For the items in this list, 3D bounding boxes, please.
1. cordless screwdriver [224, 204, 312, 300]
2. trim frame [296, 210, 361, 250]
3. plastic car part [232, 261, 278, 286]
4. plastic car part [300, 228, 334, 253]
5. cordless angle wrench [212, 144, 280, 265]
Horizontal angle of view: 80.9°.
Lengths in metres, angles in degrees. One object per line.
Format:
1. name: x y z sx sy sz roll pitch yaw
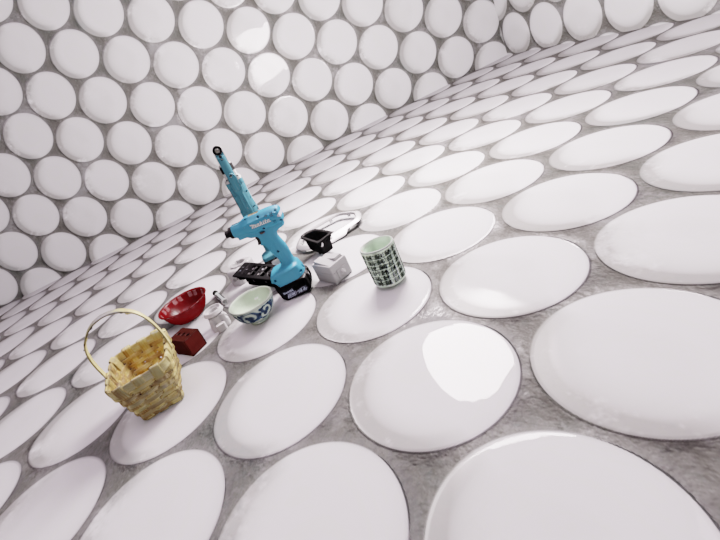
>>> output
1. cordless screwdriver: -0.236 -0.038 1.108 0.161 0.240 0.076 -21 22 10
2. trim frame: -0.107 -0.134 1.417 0.246 0.026 0.192 -31 26 -10
3. plastic car part: -0.293 0.018 1.258 0.213 0.065 0.065 -1 34 42
4. plastic car part: -0.126 -0.082 1.289 0.065 0.068 0.122 -37 27 -25
5. cordless angle wrench: -0.328 -0.176 1.256 0.074 0.409 0.102 -27 22 -6
